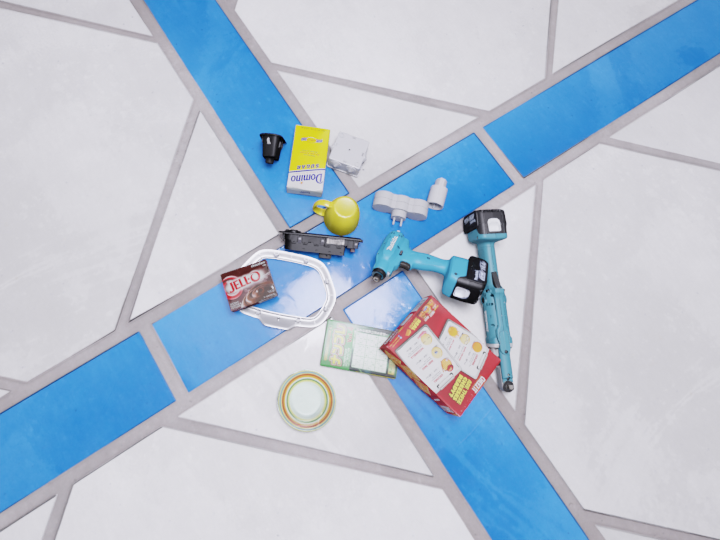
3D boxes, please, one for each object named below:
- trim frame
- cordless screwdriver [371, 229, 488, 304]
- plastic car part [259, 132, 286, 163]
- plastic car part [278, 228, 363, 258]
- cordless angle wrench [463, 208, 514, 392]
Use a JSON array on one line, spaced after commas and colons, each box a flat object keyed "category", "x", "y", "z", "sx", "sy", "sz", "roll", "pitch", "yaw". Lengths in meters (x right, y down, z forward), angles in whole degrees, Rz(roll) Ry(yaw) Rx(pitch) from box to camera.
[{"category": "trim frame", "x": -0.181, "y": 0.045, "z": 1.007, "sx": 0.248, "sy": 0.027, "sz": 0.186, "roll": 12, "pitch": 76, "yaw": -2}, {"category": "cordless screwdriver", "x": 0.155, "y": 0.004, "z": 0.970, "sx": 0.256, "sy": 0.072, "sz": 0.159, "roll": 20, "pitch": 47, "yaw": 13}, {"category": "plastic car part", "x": -0.224, "y": -0.303, "z": 1.061, "sx": 0.065, "sy": 0.118, "sz": 0.070, "roll": 6, "pitch": 100, "yaw": -6}, {"category": "plastic car part", "x": -0.101, "y": -0.066, "z": 1.028, "sx": 0.202, "sy": 0.067, "sz": 0.066, "roll": 10, "pitch": 102, "yaw": -3}, {"category": "cordless angle wrench", "x": 0.318, "y": 0.067, "z": 1.005, "sx": 0.074, "sy": 0.098, "sz": 0.428, "roll": -3, "pitch": 80, "yaw": -8}]
